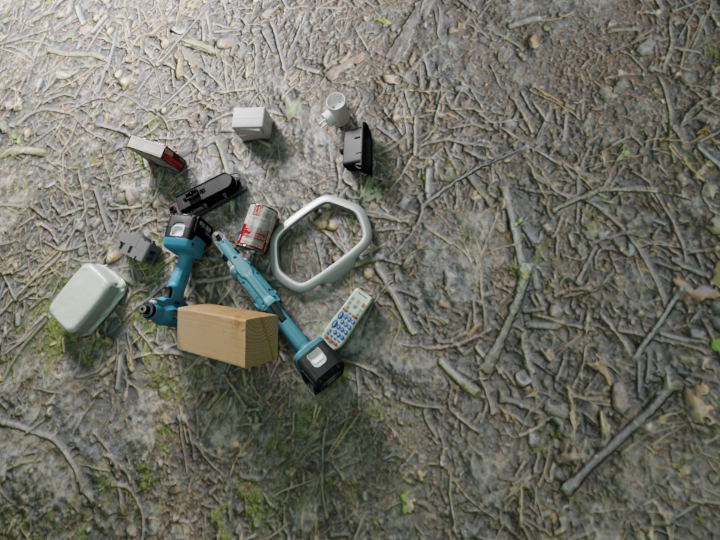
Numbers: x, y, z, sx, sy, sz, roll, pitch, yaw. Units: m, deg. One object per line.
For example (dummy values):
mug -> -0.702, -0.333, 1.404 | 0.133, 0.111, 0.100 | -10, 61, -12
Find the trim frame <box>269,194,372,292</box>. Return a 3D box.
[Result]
trim frame -> -0.092, -0.060, 0.941 | 0.248, 0.026, 0.190 | -37, 71, -1

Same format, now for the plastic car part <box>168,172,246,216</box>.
plastic car part -> -0.376, -0.182, 1.015 | 0.203, 0.064, 0.069 | -24, 68, 2

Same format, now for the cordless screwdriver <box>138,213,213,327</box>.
cordless screwdriver -> -0.407, -0.004, 0.926 | 0.076, 0.154, 0.251 | 5, 76, 9

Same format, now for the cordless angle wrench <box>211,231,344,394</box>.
cordless angle wrench -> -0.198, 0.067, 0.905 | 0.073, 0.095, 0.440 | -35, 67, -20

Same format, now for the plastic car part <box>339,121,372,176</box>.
plastic car part -> -0.013, -0.273, 0.964 | 0.073, 0.063, 0.118 | -8, 72, 22
